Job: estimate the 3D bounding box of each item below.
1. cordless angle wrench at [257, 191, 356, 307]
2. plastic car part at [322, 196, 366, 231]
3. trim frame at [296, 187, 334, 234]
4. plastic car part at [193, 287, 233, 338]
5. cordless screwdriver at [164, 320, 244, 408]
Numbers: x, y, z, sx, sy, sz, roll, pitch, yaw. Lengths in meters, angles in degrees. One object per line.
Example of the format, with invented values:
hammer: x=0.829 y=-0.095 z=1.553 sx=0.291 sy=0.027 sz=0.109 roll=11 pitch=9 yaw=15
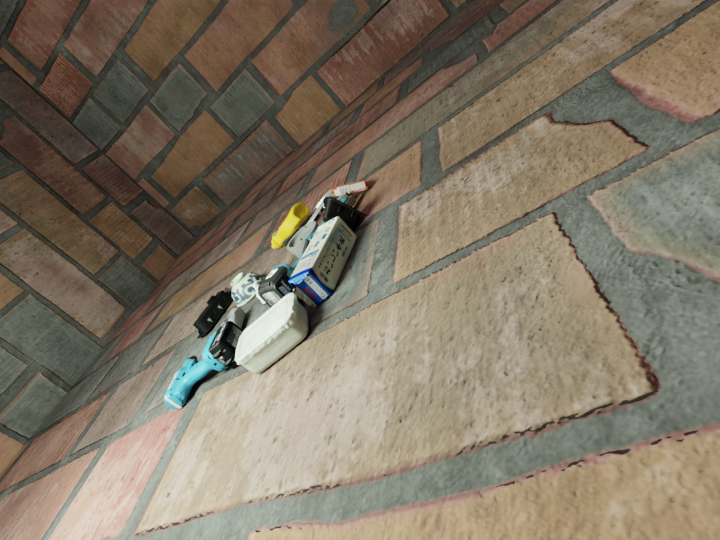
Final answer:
cordless angle wrench: x=-0.105 y=-0.069 z=1.073 sx=0.077 sy=0.095 sz=0.422 roll=-23 pitch=27 yaw=44
plastic car part: x=-0.054 y=-0.131 z=1.070 sx=0.068 sy=0.111 sz=0.072 roll=-12 pitch=61 yaw=55
trim frame: x=-0.148 y=-0.163 z=1.312 sx=0.187 sy=0.027 sz=0.250 roll=-38 pitch=22 yaw=48
plastic car part: x=-0.470 y=0.126 z=1.361 sx=0.069 sy=0.064 sz=0.204 roll=-15 pitch=38 yaw=39
cordless screwdriver: x=-0.375 y=0.217 z=1.040 sx=0.251 sy=0.072 sz=0.163 roll=-40 pitch=22 yaw=20
